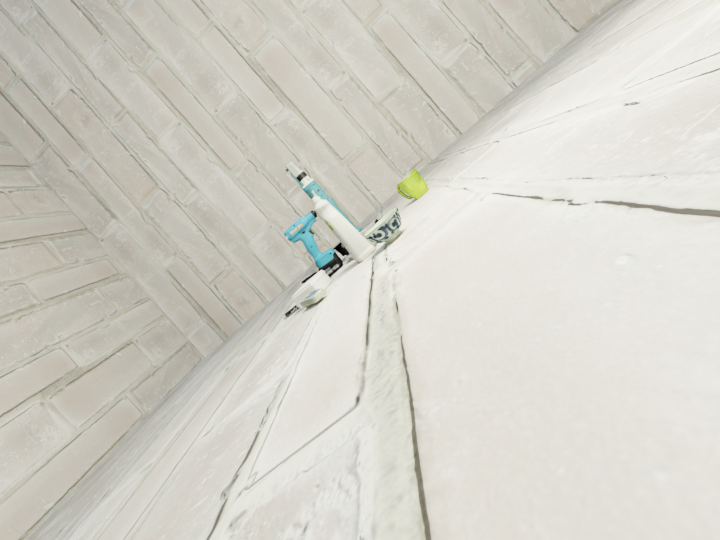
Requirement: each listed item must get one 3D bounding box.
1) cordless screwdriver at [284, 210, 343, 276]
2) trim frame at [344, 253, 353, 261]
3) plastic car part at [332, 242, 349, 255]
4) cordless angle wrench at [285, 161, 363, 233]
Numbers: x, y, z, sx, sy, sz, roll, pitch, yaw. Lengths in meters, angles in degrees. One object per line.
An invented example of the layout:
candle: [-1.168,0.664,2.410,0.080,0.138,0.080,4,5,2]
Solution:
cordless screwdriver: [-0.160,-0.105,1.638,0.159,0.248,0.074,-41,2,4]
trim frame: [0.028,-0.108,1.548,0.253,0.027,0.182,-33,11,47]
plastic car part: [-0.067,-0.088,1.751,0.066,0.070,0.118,-42,6,-7]
cordless angle wrench: [-0.125,-0.240,1.571,0.099,0.422,0.074,-41,1,17]
